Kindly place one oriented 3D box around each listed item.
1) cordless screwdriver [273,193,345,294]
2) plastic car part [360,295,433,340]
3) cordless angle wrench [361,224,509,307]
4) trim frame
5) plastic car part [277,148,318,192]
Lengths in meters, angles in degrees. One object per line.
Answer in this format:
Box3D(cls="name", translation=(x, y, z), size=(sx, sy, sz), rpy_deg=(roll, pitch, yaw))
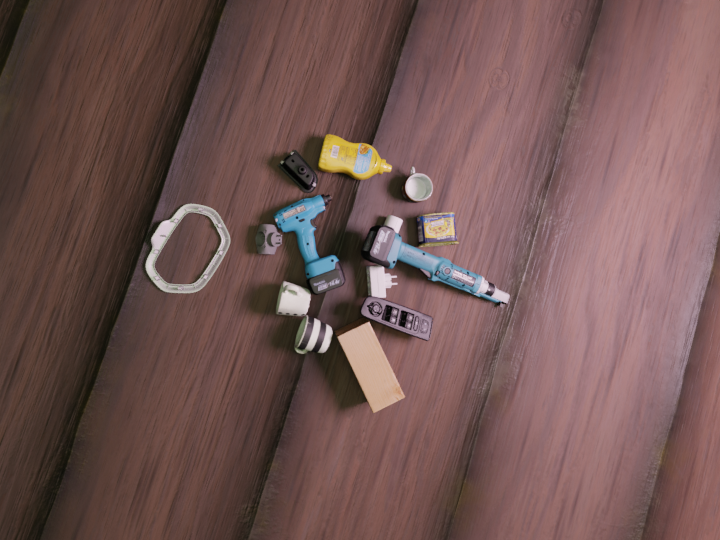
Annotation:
Box3D(cls="cordless screwdriver", translation=(-0.108, -0.070, 1.101), size=(0.158, 0.074, 0.251), rpy_deg=(-25, 85, -4))
Box3D(cls="plastic car part", translation=(0.086, 0.119, 1.092), size=(0.197, 0.069, 0.067), rpy_deg=(22, 78, -17))
Box3D(cls="cordless angle wrench", translation=(0.209, 0.000, 1.091), size=(0.413, 0.076, 0.098), rpy_deg=(22, 88, -13))
Box3D(cls="trim frame", translation=(-0.454, -0.056, 1.108), size=(0.184, 0.027, 0.248), rpy_deg=(32, 88, 0))
Box3D(cls="plastic car part", translation=(-0.158, -0.263, 1.109), size=(0.066, 0.071, 0.117), rpy_deg=(-44, 88, -3))
